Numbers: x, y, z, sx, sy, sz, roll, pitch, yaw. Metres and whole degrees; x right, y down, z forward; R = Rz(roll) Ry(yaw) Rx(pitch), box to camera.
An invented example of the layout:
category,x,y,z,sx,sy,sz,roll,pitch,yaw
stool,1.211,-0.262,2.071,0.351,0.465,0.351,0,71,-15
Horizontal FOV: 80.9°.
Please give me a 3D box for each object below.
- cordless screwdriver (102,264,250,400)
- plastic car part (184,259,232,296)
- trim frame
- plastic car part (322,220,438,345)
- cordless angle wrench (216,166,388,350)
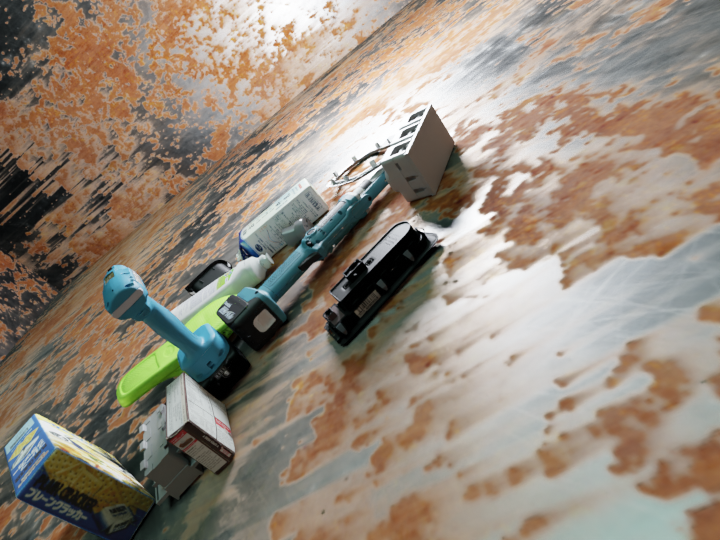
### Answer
category,x,y,z,sx,sy,sz,roll,pitch,yaw
cordless screwdriver,-0.290,0.085,0.653,0.074,0.237,0.168,-47,32,-13
plastic car part,-0.332,0.029,0.975,0.075,0.062,0.116,24,65,44
trim frame,0.013,-0.237,0.907,0.183,0.027,0.257,-40,18,-14
plastic car part,0.019,0.004,0.587,0.202,0.065,0.069,-43,20,-8
cordless angle wrench,-0.074,-0.048,0.758,0.421,0.071,0.103,-49,30,-17
